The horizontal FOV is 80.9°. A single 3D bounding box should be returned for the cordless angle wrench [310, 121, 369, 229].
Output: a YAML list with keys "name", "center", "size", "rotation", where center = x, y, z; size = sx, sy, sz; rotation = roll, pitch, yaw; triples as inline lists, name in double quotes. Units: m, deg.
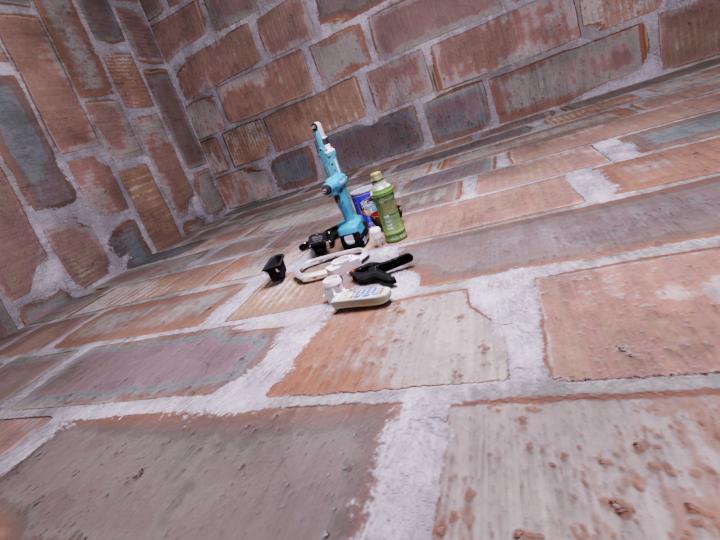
- name: "cordless angle wrench"
  center: [-0.083, -0.311, 1.474]
  size: [0.078, 0.413, 0.096]
  rotation: [-7, 19, 40]

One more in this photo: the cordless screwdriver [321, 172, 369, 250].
- name: "cordless screwdriver"
  center: [-0.055, -0.182, 1.358]
  size: [0.077, 0.243, 0.158]
  rotation: [-13, 17, 23]

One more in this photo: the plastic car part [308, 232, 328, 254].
- name: "plastic car part"
  center: [-0.145, -0.095, 1.485]
  size: [0.066, 0.065, 0.208]
  rotation: [-21, 19, -2]

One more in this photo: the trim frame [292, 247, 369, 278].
- name: "trim frame"
  center: [-0.091, -0.022, 1.291]
  size: [0.253, 0.027, 0.185]
  rotation: [-16, 20, 15]

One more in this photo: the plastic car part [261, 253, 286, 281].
- name: "plastic car part"
  center: [-0.264, -0.003, 1.354]
  size: [0.067, 0.069, 0.118]
  rotation: [-17, 18, 11]
